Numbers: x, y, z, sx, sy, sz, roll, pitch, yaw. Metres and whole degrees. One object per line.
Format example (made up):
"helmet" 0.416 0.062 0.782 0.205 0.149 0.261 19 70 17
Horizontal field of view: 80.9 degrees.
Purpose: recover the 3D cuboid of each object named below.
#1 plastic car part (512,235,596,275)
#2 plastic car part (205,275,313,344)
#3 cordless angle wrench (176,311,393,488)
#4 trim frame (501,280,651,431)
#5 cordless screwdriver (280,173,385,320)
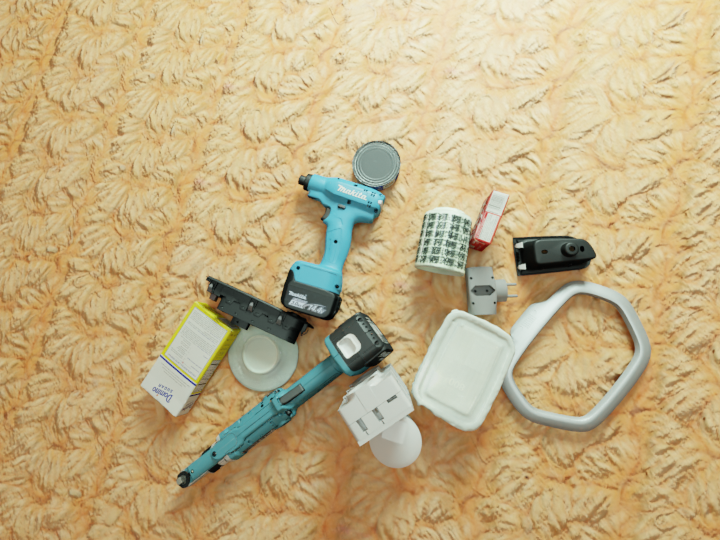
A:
"plastic car part" 0.315 -0.029 0.675 0.118 0.069 0.066 -4 83 10
"plastic car part" -0.180 0.073 0.730 0.207 0.065 0.067 19 68 9
"cordless angle wrench" -0.137 0.228 0.699 0.424 0.094 0.077 -39 70 6
"trim frame" 0.334 0.133 0.668 0.188 0.027 0.248 39 90 12
"cordless screwdriver" -0.072 -0.047 0.739 0.163 0.072 0.249 20 81 11
